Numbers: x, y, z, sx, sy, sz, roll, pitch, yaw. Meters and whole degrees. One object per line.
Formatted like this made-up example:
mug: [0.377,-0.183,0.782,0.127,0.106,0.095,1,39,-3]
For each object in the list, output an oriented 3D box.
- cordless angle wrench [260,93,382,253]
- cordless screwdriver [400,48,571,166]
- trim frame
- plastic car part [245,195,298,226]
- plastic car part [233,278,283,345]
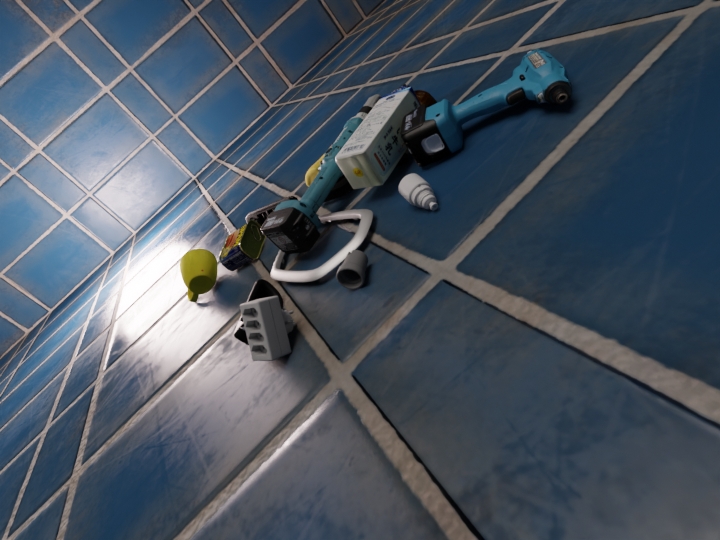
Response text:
cordless angle wrench: [-0.049,-0.219,0.848,0.102,0.071,0.424,-6,48,48]
cordless screwdriver: [0.190,-0.249,0.669,0.255,0.071,0.162,-22,34,25]
trim frame: [-0.075,-0.049,0.767,0.260,0.026,0.184,-1,50,52]
plastic car part: [-0.197,-0.131,0.986,0.211,0.064,0.067,-12,30,42]
plastic car part: [-0.172,0.077,0.692,0.071,0.064,0.120,-46,22,23]
